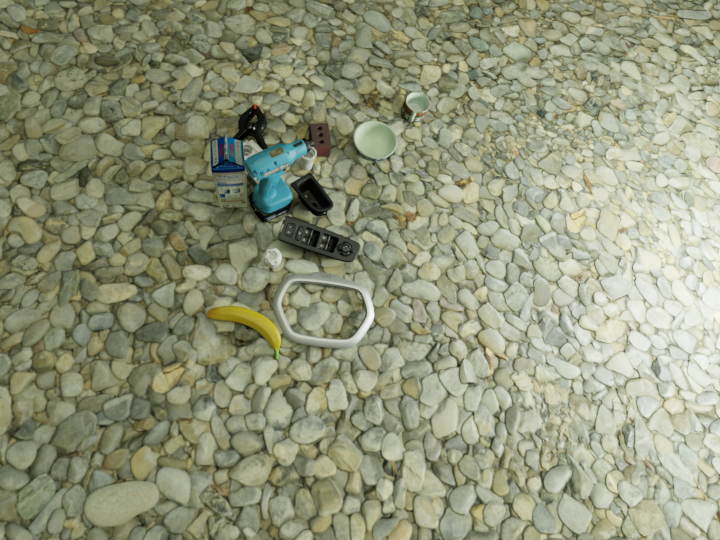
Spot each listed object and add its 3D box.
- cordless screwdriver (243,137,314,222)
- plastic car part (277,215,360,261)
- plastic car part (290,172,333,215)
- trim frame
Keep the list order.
[{"bbox_3d":[-0.192,-0.216,1.003,0.157,0.247,0.076,-29,80,-19],"label":"cordless screwdriver"},{"bbox_3d":[-0.103,-0.067,1.053,0.203,0.066,0.067,18,68,-1],"label":"plastic car part"},{"bbox_3d":[-0.124,-0.182,1.093,0.065,0.070,0.119,-33,78,-19],"label":"plastic car part"},{"bbox_3d":[-0.088,0.091,1.014,0.246,0.027,0.187,6,68,-5],"label":"trim frame"}]
